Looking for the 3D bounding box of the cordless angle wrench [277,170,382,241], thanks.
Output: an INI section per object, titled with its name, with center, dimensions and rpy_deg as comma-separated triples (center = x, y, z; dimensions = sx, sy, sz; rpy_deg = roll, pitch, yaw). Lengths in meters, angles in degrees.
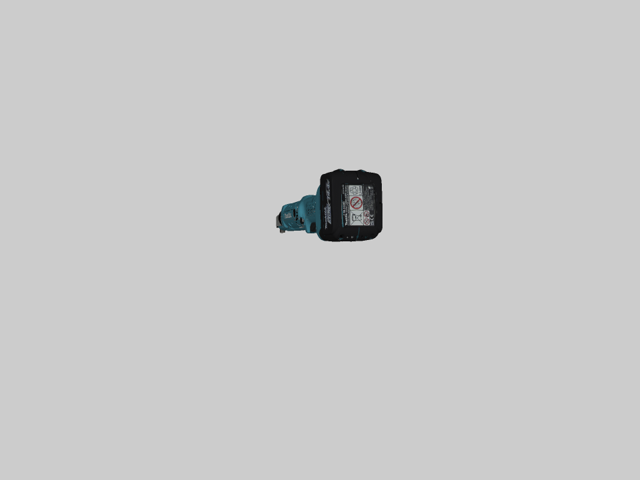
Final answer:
[cordless angle wrench]
center = -0.020, -0.045, 0.749
dimensions = 0.074, 0.098, 0.423
rpy_deg = -2, 0, -19
